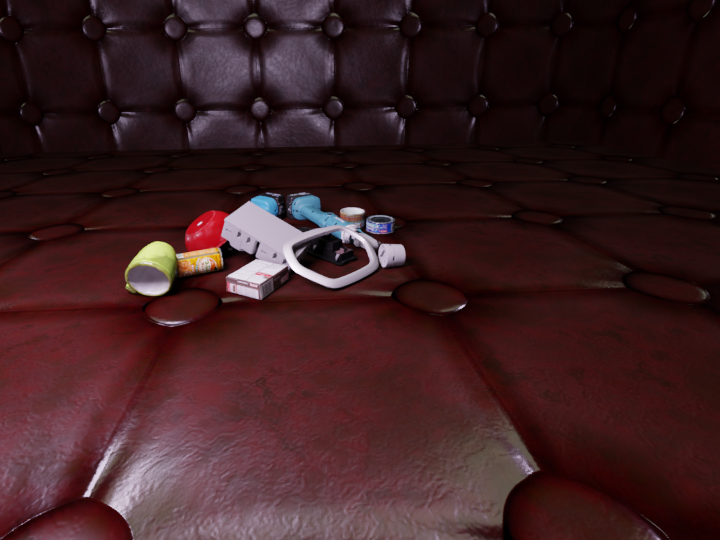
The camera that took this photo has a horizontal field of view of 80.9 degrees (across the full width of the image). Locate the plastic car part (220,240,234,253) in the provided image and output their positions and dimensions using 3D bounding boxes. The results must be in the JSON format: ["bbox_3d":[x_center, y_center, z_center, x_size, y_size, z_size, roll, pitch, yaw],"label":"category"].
[{"bbox_3d":[-0.348,-0.090,1.146,0.068,0.065,0.122,5,15,-29],"label":"plastic car part"}]

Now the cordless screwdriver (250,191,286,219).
[{"bbox_3d":[-0.352,-0.175,1.314,0.166,0.072,0.245,11,30,25],"label":"cordless screwdriver"}]

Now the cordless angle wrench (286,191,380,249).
[{"bbox_3d":[-0.088,-0.140,1.231,0.095,0.072,0.448,-15,29,-30],"label":"cordless angle wrench"}]

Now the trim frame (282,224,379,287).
[{"bbox_3d":[-0.064,-0.039,0.972,0.192,0.027,0.241,42,44,23],"label":"trim frame"}]

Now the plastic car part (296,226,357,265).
[{"bbox_3d":[-0.106,-0.069,1.083,0.214,0.065,0.064,17,35,40],"label":"plastic car part"}]
